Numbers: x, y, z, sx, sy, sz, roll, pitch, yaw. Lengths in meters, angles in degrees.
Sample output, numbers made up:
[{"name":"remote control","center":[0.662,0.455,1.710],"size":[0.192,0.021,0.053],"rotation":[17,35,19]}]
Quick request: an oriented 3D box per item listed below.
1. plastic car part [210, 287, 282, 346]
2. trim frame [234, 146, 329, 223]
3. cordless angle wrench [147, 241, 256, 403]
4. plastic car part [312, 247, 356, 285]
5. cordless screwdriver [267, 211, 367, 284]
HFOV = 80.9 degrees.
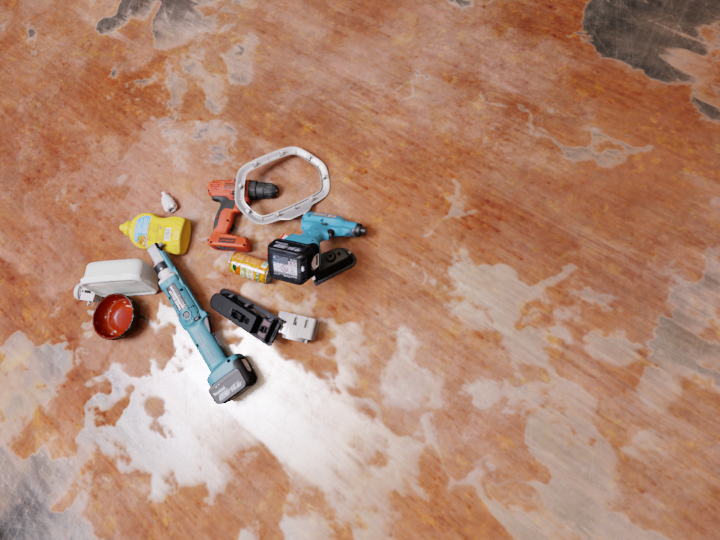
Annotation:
[{"name":"plastic car part","center":[-0.279,0.102,0.975],"size":[0.214,0.064,0.066],"rotation":[25,98,34]},{"name":"trim frame","center":[-0.195,-0.214,1.054],"size":[0.244,0.027,0.187],"rotation":[-26,81,-16]},{"name":"cordless angle wrench","center":[-0.396,0.107,0.996],"size":[0.098,0.072,0.435],"rotation":[-36,75,-2]},{"name":"plastic car part","center":[-0.072,-0.022,0.987],"size":[0.117,0.069,0.068],"rotation":[-25,75,5]},{"name":"cordless screwdriver","center":[-0.091,-0.059,0.928],"size":[0.164,0.248,0.072],"rotation":[9,120,16]}]
